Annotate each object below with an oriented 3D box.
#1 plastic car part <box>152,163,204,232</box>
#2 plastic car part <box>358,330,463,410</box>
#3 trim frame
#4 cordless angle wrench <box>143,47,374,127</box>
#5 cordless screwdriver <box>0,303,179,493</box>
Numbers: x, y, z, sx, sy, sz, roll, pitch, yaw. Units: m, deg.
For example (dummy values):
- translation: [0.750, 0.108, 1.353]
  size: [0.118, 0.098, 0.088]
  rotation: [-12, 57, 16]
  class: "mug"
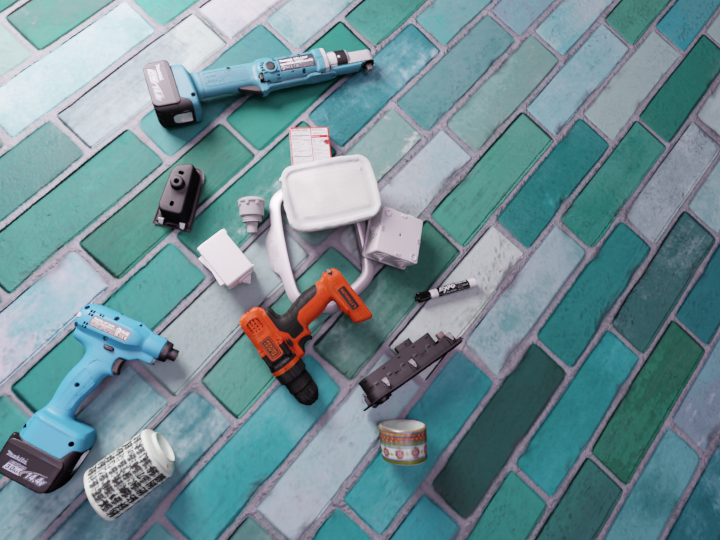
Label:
- translation: [-0.305, -0.132, 0.709]
  size: [0.065, 0.072, 0.117]
  rotation: [14, 80, -10]
  class: "plastic car part"
- translation: [0.076, 0.161, 0.715]
  size: [0.201, 0.065, 0.068]
  rotation: [-36, 79, -14]
  class: "plastic car part"
- translation: [-0.074, -0.048, 0.752]
  size: [0.181, 0.028, 0.251]
  rotation: [-12, 82, -13]
  class: "trim frame"
- translation: [-0.169, -0.359, 0.780]
  size: [0.415, 0.075, 0.099]
  rotation: [-18, 84, -15]
  class: "cordless angle wrench"
- translation: [-0.394, 0.190, 0.628]
  size: [0.158, 0.074, 0.250]
  rotation: [24, 72, -5]
  class: "cordless screwdriver"
